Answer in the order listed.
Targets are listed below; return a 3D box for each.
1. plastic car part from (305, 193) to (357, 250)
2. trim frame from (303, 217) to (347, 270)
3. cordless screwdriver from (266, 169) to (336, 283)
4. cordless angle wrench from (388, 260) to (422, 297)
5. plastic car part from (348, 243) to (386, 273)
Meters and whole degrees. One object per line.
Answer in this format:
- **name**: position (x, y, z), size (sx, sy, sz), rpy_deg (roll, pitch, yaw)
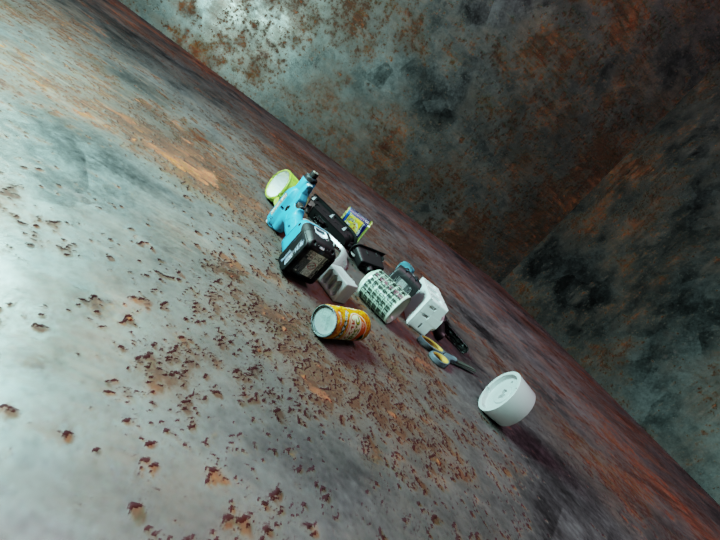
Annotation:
- **plastic car part**: position (-0.090, -0.134, 1.211), size (0.209, 0.066, 0.065), rpy_deg (43, 25, 16)
- **trim frame**: position (-0.103, -0.068, 1.057), size (0.185, 0.027, 0.248), rpy_deg (38, 13, -1)
- **cordless screwdriver**: position (-0.115, -0.099, 0.864), size (0.070, 0.160, 0.261), rpy_deg (29, 20, -35)
- **cordless angle wrench**: position (0.122, 0.016, 1.223), size (0.075, 0.098, 0.418), rpy_deg (44, 12, 1)
- **plastic car part**: position (0.020, -0.021, 1.158), size (0.110, 0.067, 0.074), rpy_deg (19, 39, -43)
